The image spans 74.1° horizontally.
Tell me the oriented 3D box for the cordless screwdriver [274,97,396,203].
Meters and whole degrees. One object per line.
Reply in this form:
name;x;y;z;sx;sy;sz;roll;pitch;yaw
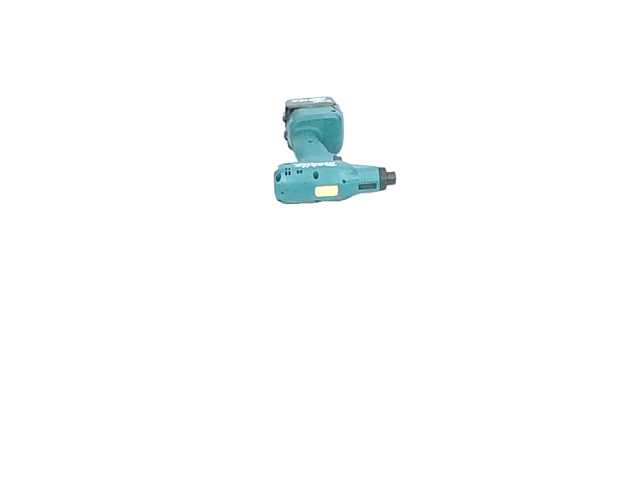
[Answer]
cordless screwdriver;0.015;-0.138;0.636;0.159;0.074;0.248;-3;38;-1
